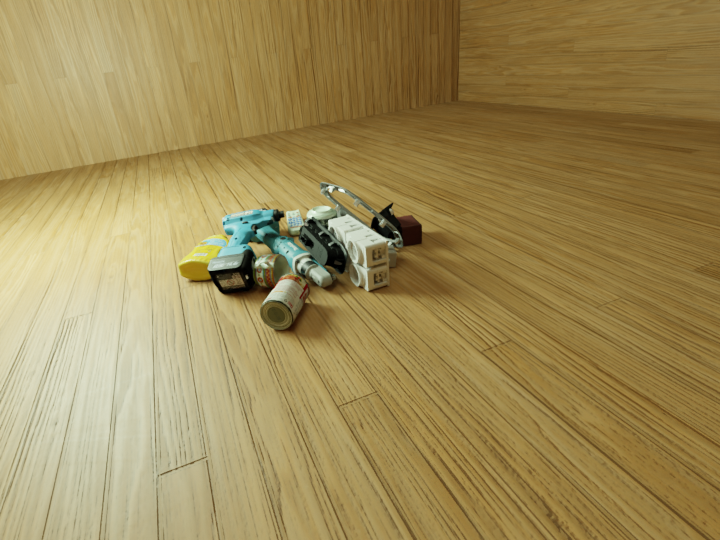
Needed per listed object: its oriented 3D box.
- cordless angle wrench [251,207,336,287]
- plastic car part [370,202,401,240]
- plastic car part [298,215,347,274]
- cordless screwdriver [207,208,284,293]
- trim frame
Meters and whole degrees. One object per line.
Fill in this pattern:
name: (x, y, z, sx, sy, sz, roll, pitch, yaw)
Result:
cordless angle wrench: (-0.190, -0.057, 1.059, 0.095, 0.072, 0.447, -19, 32, -27)
plastic car part: (0.069, -0.109, 1.062, 0.065, 0.073, 0.114, -38, -11, -9)
plastic car part: (-0.095, -0.062, 0.967, 0.064, 0.066, 0.215, 9, 22, -39)
cordless screwdriver: (-0.265, -0.063, 1.004, 0.161, 0.071, 0.257, -12, 40, 6)
trim frame: (0.001, -0.128, 1.001, 0.027, 0.244, 0.188, -55, 11, -8)
